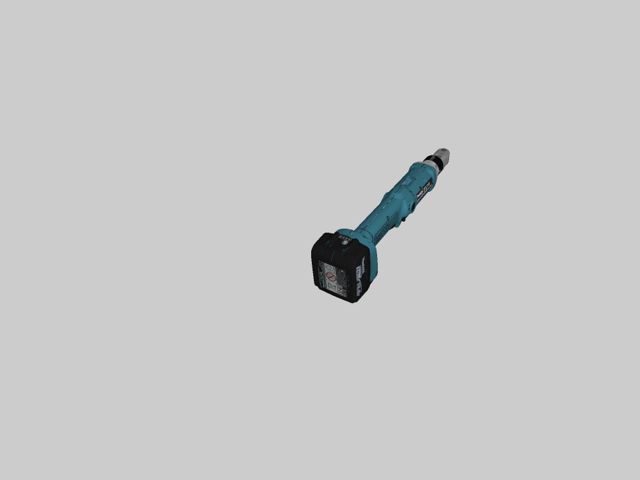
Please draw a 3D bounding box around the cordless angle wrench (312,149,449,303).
[{"bbox_3d":[0.135,-0.062,0.733,0.074,0.098,0.421,20,45,28],"label":"cordless angle wrench"}]
